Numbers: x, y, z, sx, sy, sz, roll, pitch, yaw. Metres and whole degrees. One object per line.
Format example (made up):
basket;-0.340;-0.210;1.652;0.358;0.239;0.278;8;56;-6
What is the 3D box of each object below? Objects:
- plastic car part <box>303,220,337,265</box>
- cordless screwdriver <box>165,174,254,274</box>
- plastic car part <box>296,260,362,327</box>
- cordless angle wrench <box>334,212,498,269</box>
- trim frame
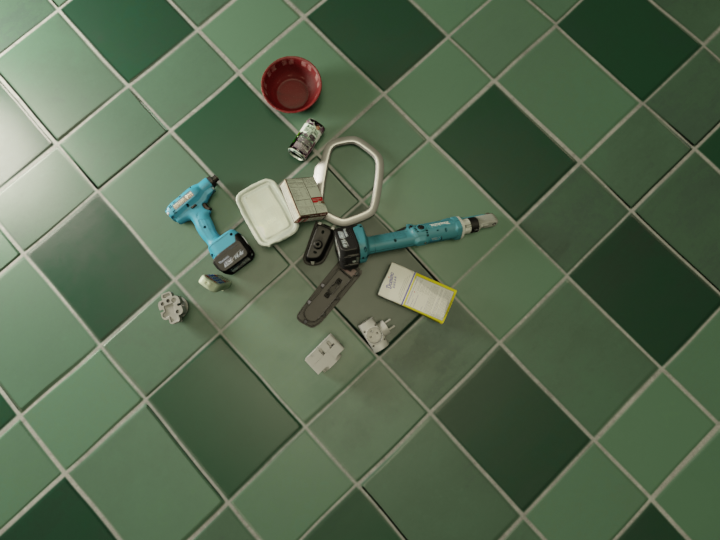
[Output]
plastic car part;-0.105;-0.069;1.073;0.066;0.070;0.117;21;80;1
cordless screwdriver;-0.365;-0.120;1.082;0.159;0.073;0.253;-42;80;-6
plastic car part;-0.078;0.060;1.061;0.066;0.067;0.203;40;87;-5
cordless angle wrench;0.147;-0.091;1.070;0.419;0.072;0.102;-11;48;-6
trim frame;-0.034;-0.238;1.119;0.184;0.027;0.250;8;84;0
